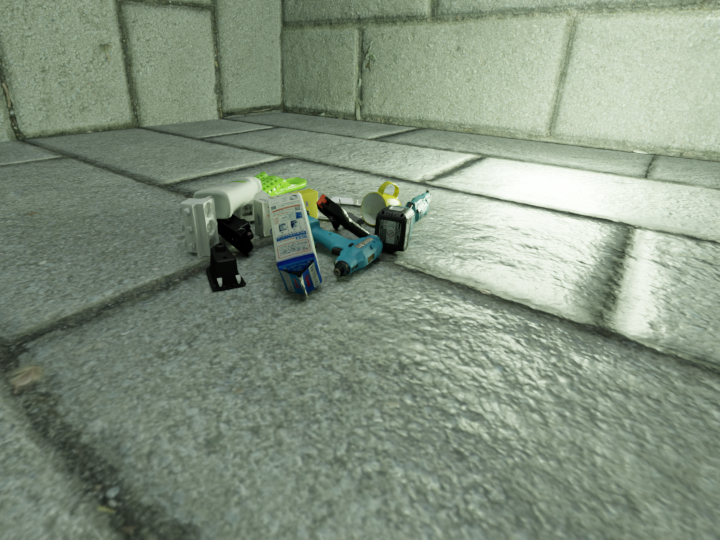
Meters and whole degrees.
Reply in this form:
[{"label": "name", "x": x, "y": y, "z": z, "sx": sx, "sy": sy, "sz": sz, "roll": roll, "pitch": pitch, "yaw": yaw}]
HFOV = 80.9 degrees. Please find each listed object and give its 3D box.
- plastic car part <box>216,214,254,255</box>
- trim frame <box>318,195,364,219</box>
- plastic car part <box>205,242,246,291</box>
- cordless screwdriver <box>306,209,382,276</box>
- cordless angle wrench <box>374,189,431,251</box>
[{"label": "plastic car part", "x": -0.306, "y": -0.104, "z": 1.004, "sx": 0.066, "sy": 0.063, "sz": 0.215, "roll": -43, "pitch": 41, "yaw": -21}, {"label": "trim frame", "x": -0.073, "y": -0.183, "z": 1.240, "sx": 0.254, "sy": 0.027, "sz": 0.184, "roll": 5, "pitch": 25, "yaw": 12}, {"label": "plastic car part", "x": -0.276, "y": -0.017, "z": 0.844, "sx": 0.064, "sy": 0.069, "sz": 0.123, "roll": -9, "pitch": 30, "yaw": -26}, {"label": "cordless screwdriver", "x": -0.092, "y": -0.060, "z": 0.940, "sx": 0.261, "sy": 0.072, "sz": 0.155, "roll": 20, "pitch": 33, "yaw": 27}, {"label": "cordless angle wrench", "x": 0.137, "y": -0.155, "z": 1.134, "sx": 0.077, "sy": 0.096, "sz": 0.416, "roll": 11, "pitch": 23, "yaw": 18}]
